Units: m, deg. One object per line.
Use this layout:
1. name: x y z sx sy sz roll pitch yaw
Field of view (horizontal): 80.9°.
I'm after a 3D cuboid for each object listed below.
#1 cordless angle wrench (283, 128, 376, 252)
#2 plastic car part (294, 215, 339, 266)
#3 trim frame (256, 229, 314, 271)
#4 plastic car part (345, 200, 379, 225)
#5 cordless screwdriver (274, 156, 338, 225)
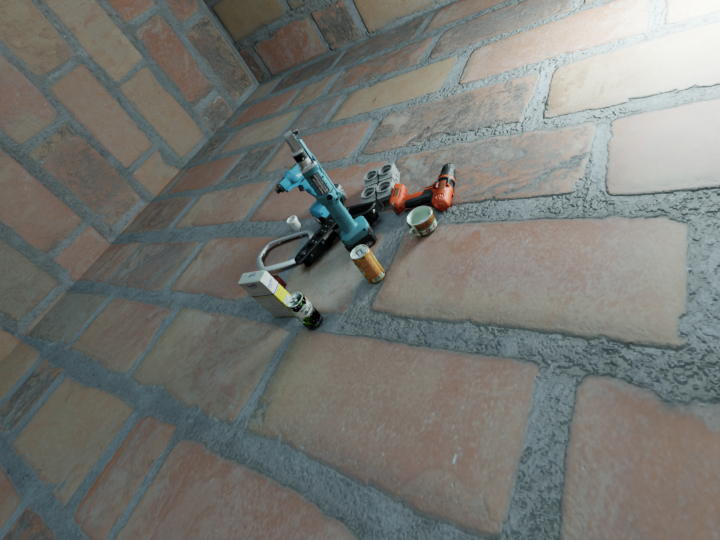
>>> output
1. cordless angle wrench: -0.091 -0.215 1.185 0.098 0.402 0.078 -32 34 6
2. plastic car part: -0.134 -0.087 1.368 0.202 0.064 0.070 -46 36 -11
3. trim frame: -0.265 -0.071 1.489 0.256 0.026 0.188 -17 41 25
4. plastic car part: 0.007 -0.169 1.337 0.121 0.067 0.066 -6 46 35
5. cordless screwdriver: -0.170 -0.244 1.420 0.158 0.236 0.078 -45 35 -12
